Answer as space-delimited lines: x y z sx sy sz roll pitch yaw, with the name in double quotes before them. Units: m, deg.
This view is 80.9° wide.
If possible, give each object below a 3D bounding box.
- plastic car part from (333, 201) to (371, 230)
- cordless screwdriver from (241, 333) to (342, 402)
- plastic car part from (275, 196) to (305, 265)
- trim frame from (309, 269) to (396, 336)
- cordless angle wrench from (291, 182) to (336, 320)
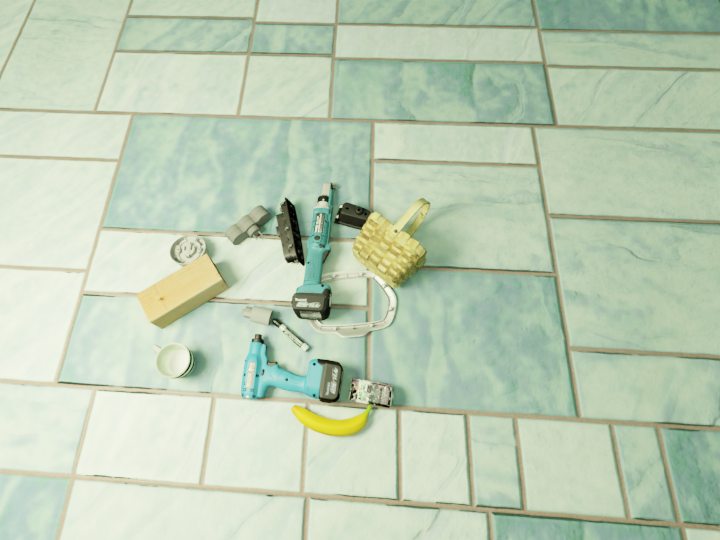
"plastic car part" -0.013 -0.160 1.212 0.119 0.069 0.066 17 71 10
"cordless screwdriver" -0.168 0.244 1.053 0.252 0.072 0.162 2 68 6
"plastic car part" -0.203 -0.104 1.200 0.067 0.064 0.209 -20 68 4
"trim frame" -0.028 0.087 1.135 0.248 0.027 0.188 -4 69 -1
"cordless angle wrench" -0.115 -0.075 1.172 0.099 0.072 0.433 1 60 6
